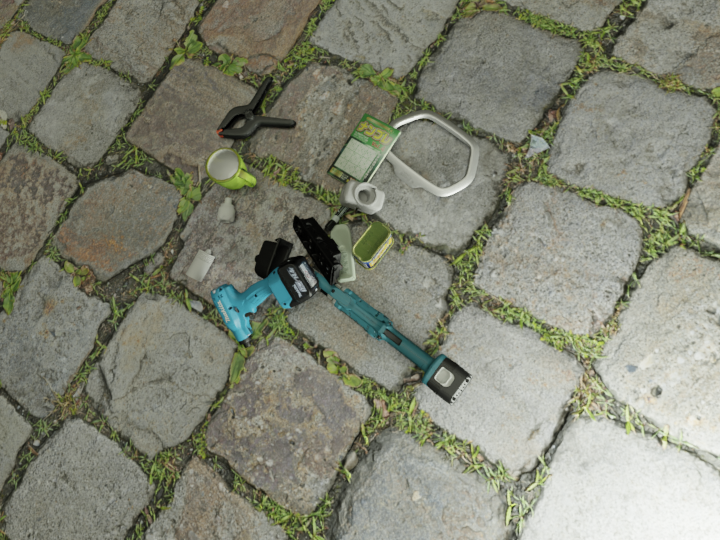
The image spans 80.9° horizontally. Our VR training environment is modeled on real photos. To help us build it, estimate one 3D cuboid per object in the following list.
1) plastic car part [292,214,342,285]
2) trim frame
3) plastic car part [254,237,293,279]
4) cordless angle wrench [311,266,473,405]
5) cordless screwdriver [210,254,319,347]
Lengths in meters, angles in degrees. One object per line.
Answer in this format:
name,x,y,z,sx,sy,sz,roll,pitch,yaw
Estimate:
plastic car part,-0.096,-0.063,0.982,0.066,0.064,0.214,-28,55,-20
trim frame,0.165,-0.285,1.020,0.256,0.027,0.184,41,87,15
plastic car part,-0.223,-0.027,1.027,0.074,0.063,0.116,21,86,28
cordless angle wrench,0.039,0.121,0.927,0.440,0.094,0.074,36,86,20
cordless screwdriver,-0.211,0.074,0.962,0.254,0.073,0.158,-22,97,20
